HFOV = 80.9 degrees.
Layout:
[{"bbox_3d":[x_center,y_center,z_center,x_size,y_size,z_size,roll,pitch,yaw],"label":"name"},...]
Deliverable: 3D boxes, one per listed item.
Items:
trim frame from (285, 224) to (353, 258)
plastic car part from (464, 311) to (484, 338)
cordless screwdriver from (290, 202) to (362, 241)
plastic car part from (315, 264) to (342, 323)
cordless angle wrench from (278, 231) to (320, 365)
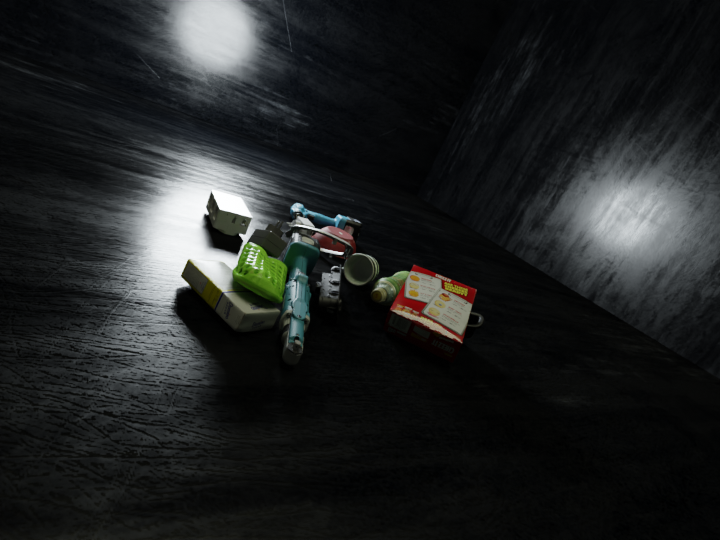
[{"bbox_3d":[-0.110,-0.072,1.123,0.184,0.028,0.247,20,-8,-2],"label":"trim frame"},{"bbox_3d":[0.240,0.138,1.054,0.118,0.069,0.067,13,35,4],"label":"plastic car part"},{"bbox_3d":[-0.121,-0.166,1.445,0.245,0.074,0.163,17,12,-9],"label":"cordless screwdriver"},{"bbox_3d":[-0.068,0.046,0.948,0.066,0.065,0.208,11,20,-10],"label":"plastic car part"},{"bbox_3d":[-0.128,0.046,0.852,0.073,0.097,0.435,20,22,-15],"label":"cordless angle wrench"}]
